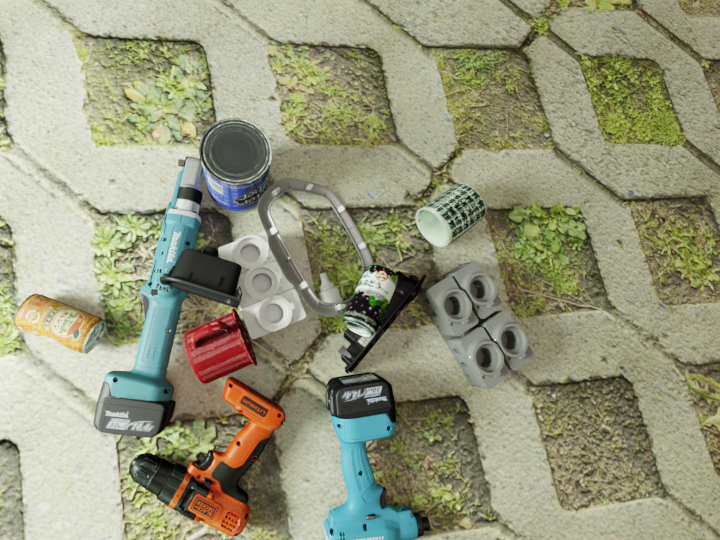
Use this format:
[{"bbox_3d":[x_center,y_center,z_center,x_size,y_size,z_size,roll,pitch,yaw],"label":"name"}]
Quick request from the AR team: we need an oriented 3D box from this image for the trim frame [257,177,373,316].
[{"bbox_3d":[-0.067,-0.044,0.689,0.179,0.028,0.250,-26,86,-37],"label":"trim frame"}]

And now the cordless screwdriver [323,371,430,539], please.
[{"bbox_3d":[0.024,0.287,0.639,0.156,0.075,0.250,0,85,-11],"label":"cordless screwdriver"}]

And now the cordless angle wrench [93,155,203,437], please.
[{"bbox_3d":[-0.295,0.019,0.646,0.096,0.075,0.428,10,74,-11],"label":"cordless angle wrench"}]

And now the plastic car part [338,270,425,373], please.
[{"bbox_3d":[0.030,0.075,0.698,0.070,0.064,0.201,39,74,24],"label":"plastic car part"}]

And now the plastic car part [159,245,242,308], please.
[{"bbox_3d":[-0.217,0.003,0.605,0.115,0.066,0.071,22,68,-8],"label":"plastic car part"}]
